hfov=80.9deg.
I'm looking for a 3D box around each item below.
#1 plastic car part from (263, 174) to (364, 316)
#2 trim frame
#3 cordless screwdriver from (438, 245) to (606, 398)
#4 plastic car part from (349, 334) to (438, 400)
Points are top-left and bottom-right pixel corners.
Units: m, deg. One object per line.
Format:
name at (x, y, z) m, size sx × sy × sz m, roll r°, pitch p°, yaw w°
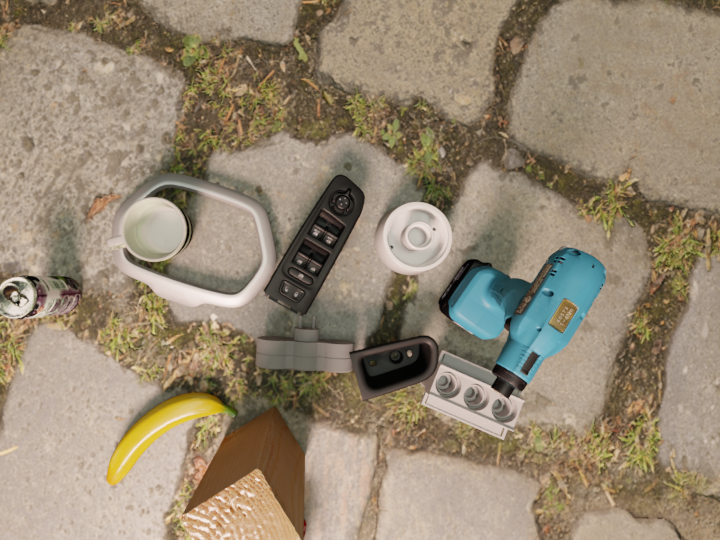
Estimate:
plastic car part at (-0.059, -0.039, 0.605) m, size 0.066 × 0.067 × 0.203 m, roll 29°, pitch 85°, yaw -2°
trim frame at (-0.244, -0.041, 0.620) m, size 0.248 × 0.027 × 0.184 m, roll 17°, pitch 85°, yaw 0°
cordless screwdriver at (0.165, 0.056, 0.511) m, size 0.074 × 0.249 × 0.159 m, roll 35°, pitch 85°, yaw -4°
plastic car part at (0.046, 0.126, 0.591) m, size 0.116 × 0.071 × 0.066 m, roll -16°, pitch 88°, yaw -4°
